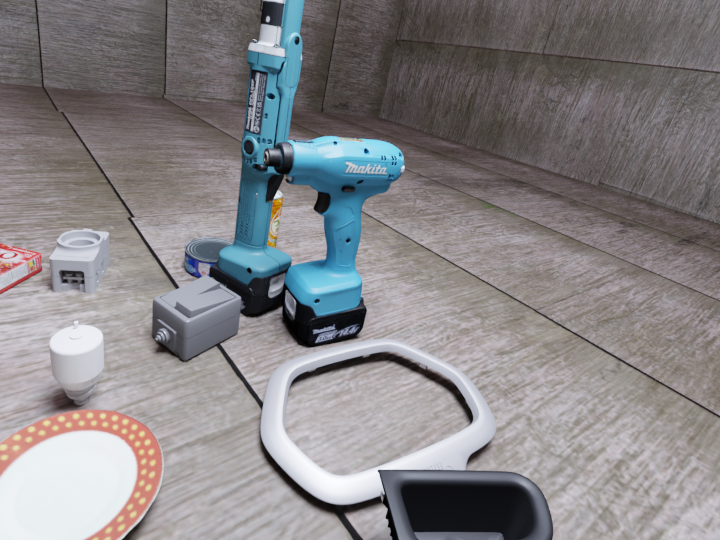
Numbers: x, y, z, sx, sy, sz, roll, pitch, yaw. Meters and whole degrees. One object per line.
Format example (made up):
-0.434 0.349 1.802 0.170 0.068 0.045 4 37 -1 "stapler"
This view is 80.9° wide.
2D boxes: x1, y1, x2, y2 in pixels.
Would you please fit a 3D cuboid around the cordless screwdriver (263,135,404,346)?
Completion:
-0.048 -0.032 0.495 0.153 0.245 0.079 -3 29 -31 "cordless screwdriver"

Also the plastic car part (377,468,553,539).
0.070 0.187 0.296 0.114 0.070 0.068 6 26 -12 "plastic car part"

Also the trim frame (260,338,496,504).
0.019 0.138 0.426 0.239 0.027 0.195 -7 31 -32 "trim frame"

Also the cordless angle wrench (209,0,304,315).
-0.114 -0.147 0.508 0.103 0.416 0.072 26 27 26 "cordless angle wrench"
